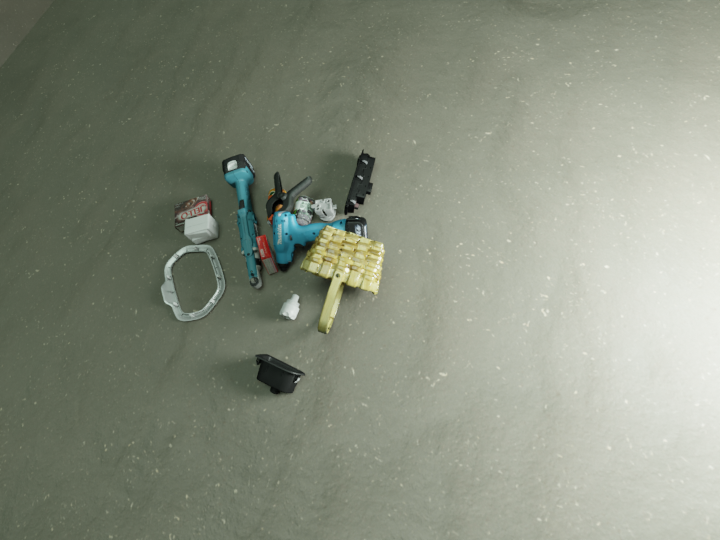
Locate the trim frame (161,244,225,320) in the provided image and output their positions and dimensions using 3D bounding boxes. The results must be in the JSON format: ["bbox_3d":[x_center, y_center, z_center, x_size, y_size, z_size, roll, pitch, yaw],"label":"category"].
[{"bbox_3d":[-0.481,0.028,1.205,0.184,0.026,0.259,-30,61,2],"label":"trim frame"}]

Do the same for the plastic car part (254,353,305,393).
[{"bbox_3d":[-0.196,0.249,0.989,0.121,0.063,0.071,22,87,22],"label":"plastic car part"}]

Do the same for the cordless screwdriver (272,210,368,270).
[{"bbox_3d":[-0.107,-0.070,1.097,0.254,0.074,0.157,4,104,12],"label":"cordless screwdriver"}]

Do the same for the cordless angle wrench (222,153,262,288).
[{"bbox_3d":[-0.327,-0.143,1.215,0.075,0.094,0.437,-19,64,6],"label":"cordless angle wrench"}]

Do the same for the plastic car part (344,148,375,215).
[{"bbox_3d":[0.003,-0.249,1.173,0.068,0.064,0.206,7,66,8],"label":"plastic car part"}]
